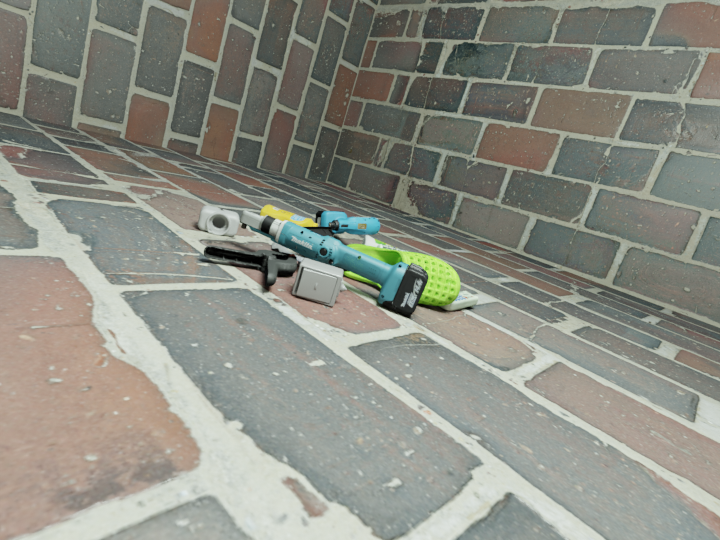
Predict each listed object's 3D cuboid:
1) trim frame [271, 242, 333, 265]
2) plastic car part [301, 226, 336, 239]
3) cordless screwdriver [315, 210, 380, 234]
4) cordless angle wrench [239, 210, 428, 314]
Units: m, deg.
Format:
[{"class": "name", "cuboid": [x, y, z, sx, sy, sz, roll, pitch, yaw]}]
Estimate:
[{"class": "trim frame", "cuboid": [-0.132, -0.047, 1.066, 0.180, 0.027, 0.256, 14, 16, -14]}, {"class": "plastic car part", "cuboid": [-0.101, -0.066, 1.032, 0.111, 0.065, 0.075, -5, 39, -49]}, {"class": "cordless screwdriver", "cuboid": [-0.071, -0.145, 1.308, 0.153, 0.074, 0.261, -2, 10, -30]}, {"class": "cordless angle wrench", "cuboid": [-0.070, -0.039, 0.893, 0.434, 0.097, 0.073, 24, 11, 13]}]
